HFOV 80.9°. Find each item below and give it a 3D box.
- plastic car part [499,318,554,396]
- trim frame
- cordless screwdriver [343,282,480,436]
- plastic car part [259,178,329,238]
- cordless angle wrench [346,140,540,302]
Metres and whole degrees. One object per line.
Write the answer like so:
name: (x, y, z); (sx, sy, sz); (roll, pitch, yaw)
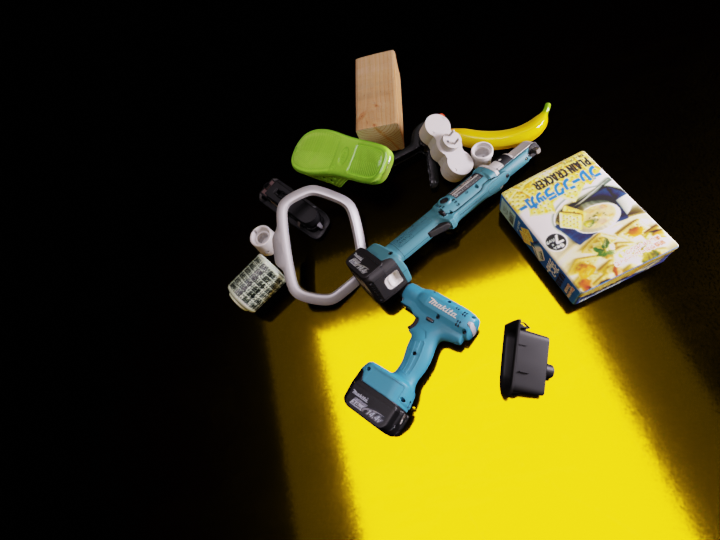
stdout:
plastic car part: (0.263, 0.143, 0.661); (0.072, 0.064, 0.118); (8, 73, 5)
trim frame: (-0.082, -0.054, 0.844); (0.182, 0.027, 0.252); (-9, 78, -7)
cordless screwdriver: (0.067, 0.138, 0.721); (0.168, 0.070, 0.248); (31, 76, 36)
plastic car part: (-0.149, -0.146, 0.930); (0.213, 0.064, 0.066); (38, 76, 26)
cordless angle wrench: (0.165, -0.109, 0.790); (0.421, 0.071, 0.103); (-39, 35, -5)
